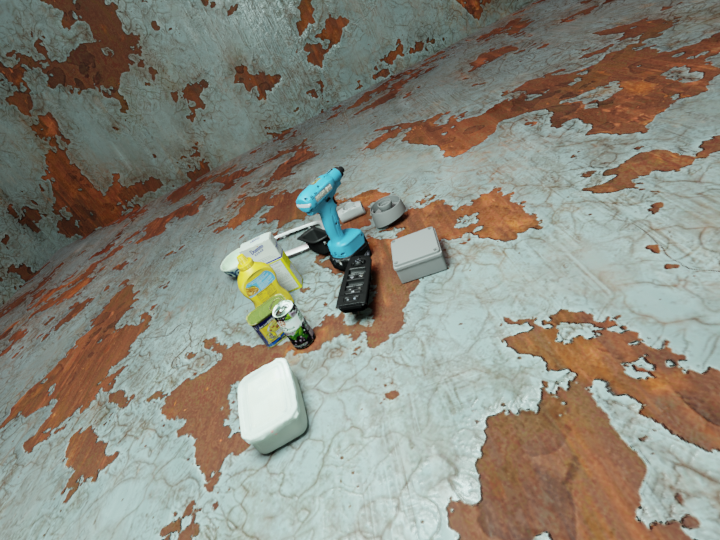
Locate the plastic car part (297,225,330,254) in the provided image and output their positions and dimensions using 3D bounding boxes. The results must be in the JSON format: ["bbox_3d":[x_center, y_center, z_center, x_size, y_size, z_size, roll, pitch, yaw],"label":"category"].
[{"bbox_3d":[-0.119,-0.078,1.214,0.065,0.068,0.123,-40,32,-18],"label":"plastic car part"}]

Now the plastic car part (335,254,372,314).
[{"bbox_3d":[-0.003,0.033,0.963,0.068,0.064,0.207,-18,33,18],"label":"plastic car part"}]

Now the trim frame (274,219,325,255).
[{"bbox_3d":[-0.215,-0.097,1.361,0.253,0.026,0.189,-21,32,15],"label":"trim frame"}]

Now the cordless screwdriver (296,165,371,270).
[{"bbox_3d":[-0.051,-0.129,1.066,0.078,0.238,0.158,5,43,46],"label":"cordless screwdriver"}]
